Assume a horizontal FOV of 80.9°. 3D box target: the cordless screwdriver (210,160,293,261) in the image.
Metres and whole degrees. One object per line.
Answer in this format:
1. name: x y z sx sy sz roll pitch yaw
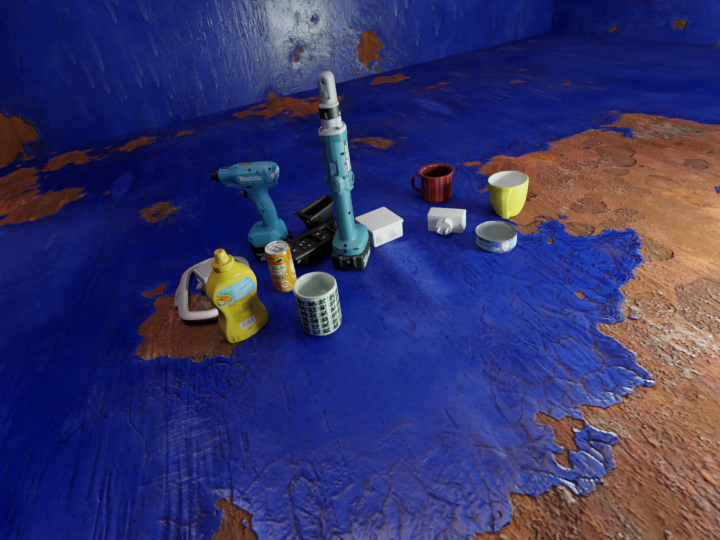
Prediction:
1. cordless screwdriver: -0.254 -0.140 1.012 0.163 0.240 0.075 0 34 14

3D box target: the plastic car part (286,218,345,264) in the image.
1. plastic car part: -0.099 -0.065 1.017 0.070 0.064 0.199 24 48 39

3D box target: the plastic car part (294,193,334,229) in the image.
1. plastic car part: -0.109 -0.147 1.129 0.070 0.068 0.114 22 46 38

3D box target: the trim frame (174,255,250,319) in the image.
1. trim frame: -0.343 0.034 0.980 0.182 0.026 0.261 -18 36 -9

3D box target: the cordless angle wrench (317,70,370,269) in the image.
1. cordless angle wrench: -0.042 -0.190 0.878 0.076 0.408 0.099 2 35 16
